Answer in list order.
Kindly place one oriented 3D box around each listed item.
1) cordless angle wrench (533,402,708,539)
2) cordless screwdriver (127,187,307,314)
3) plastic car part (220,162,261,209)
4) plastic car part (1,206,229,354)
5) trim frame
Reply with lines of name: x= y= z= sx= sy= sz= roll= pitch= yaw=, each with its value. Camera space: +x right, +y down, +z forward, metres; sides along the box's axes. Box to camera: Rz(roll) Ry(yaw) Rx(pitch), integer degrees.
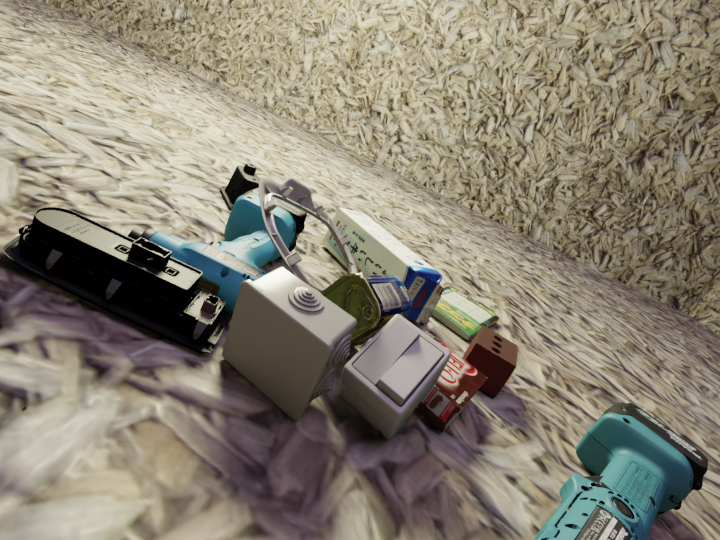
cordless angle wrench: x=0.191 y=0.204 z=0.338 sx=0.402 sy=0.074 sz=0.103 roll=0 pitch=32 yaw=-47
cordless screwdriver: x=-0.158 y=-0.041 z=0.523 sx=0.158 sy=0.074 sz=0.252 roll=25 pitch=23 yaw=-6
plastic car part: x=-0.205 y=-0.152 z=0.751 sx=0.063 sy=0.071 sz=0.123 roll=14 pitch=26 yaw=-37
plastic car part: x=-0.210 y=0.001 z=0.372 sx=0.202 sy=0.066 sz=0.067 roll=22 pitch=26 yaw=-3
trim frame: x=-0.054 y=-0.035 z=0.551 sx=0.237 sy=0.028 sz=0.190 roll=19 pitch=43 yaw=-64
